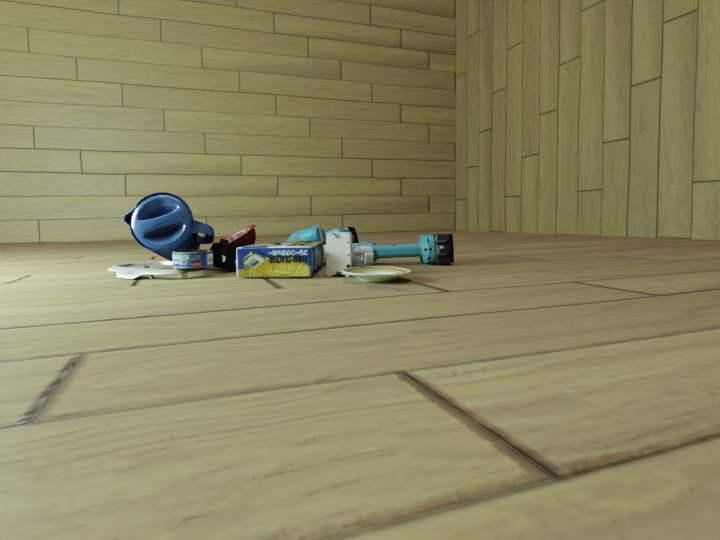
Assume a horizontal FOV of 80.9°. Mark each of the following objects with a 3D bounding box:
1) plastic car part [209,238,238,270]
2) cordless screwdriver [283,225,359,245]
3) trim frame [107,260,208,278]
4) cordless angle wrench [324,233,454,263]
[{"bbox_3d":[-0.334,-0.041,1.017,0.062,0.071,0.123,26,-12,-41],"label":"plastic car part"},{"bbox_3d":[-0.121,-0.079,1.238,0.164,0.075,0.238,-17,-8,31],"label":"cordless screwdriver"},{"bbox_3d":[-0.460,-0.003,0.969,0.259,0.027,0.178,4,8,26],"label":"trim frame"},{"bbox_3d":[0.017,-0.047,1.094,0.428,0.074,0.097,-3,3,7],"label":"cordless angle wrench"}]
